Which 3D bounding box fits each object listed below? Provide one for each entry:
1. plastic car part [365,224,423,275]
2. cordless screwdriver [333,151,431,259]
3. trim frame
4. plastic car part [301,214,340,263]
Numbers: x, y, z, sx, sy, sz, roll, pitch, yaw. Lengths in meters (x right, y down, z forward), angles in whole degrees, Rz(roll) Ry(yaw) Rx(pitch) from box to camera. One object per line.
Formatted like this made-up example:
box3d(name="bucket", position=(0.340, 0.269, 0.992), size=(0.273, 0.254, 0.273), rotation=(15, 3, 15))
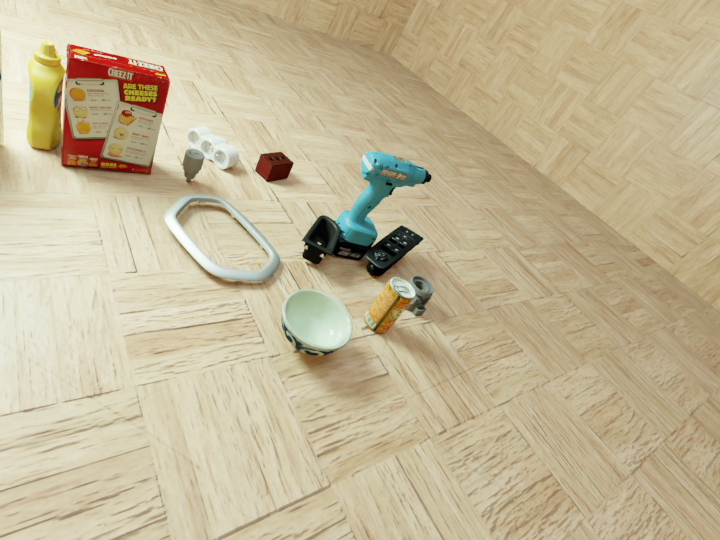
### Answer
box3d(name="plastic car part", position=(0.068, -0.042, 0.976), size=(0.068, 0.067, 0.198), rotation=(39, 36, 12))
box3d(name="cordless screwdriver", position=(0.034, -0.133, 0.909), size=(0.152, 0.248, 0.078), rotation=(8, 41, -30))
box3d(name="trim frame", position=(-0.263, -0.066, 0.814), size=(0.257, 0.027, 0.178), rotation=(41, 37, 18))
box3d(name="plastic car part", position=(-0.086, -0.057, 0.884), size=(0.066, 0.071, 0.117), rotation=(28, 34, -4))
